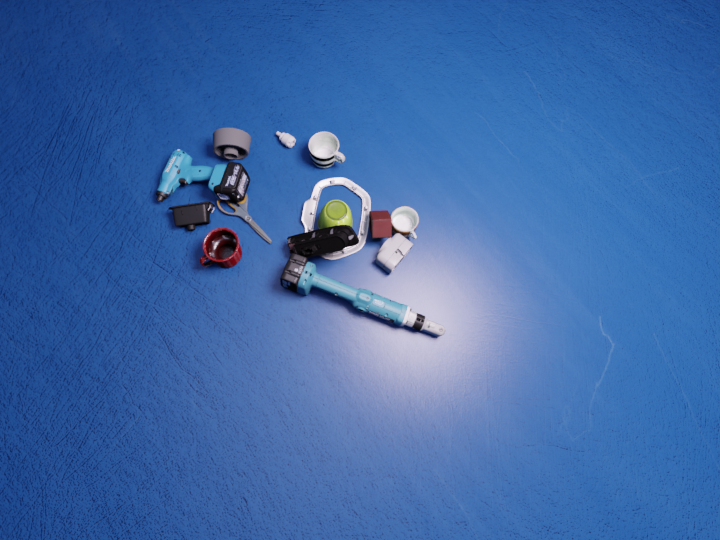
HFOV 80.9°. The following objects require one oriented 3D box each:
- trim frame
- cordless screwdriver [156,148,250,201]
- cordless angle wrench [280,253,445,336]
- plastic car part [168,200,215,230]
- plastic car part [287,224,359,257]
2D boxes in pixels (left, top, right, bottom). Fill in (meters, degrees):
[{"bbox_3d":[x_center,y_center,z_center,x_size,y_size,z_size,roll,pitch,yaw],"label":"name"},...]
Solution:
[{"bbox_3d":[-0.068,-0.148,1.165,0.186,0.027,0.252,8,73,5],"label":"trim frame"},{"bbox_3d":[-0.442,-0.242,1.171,0.256,0.072,0.160,14,72,15],"label":"cordless screwdriver"},{"bbox_3d":[0.008,0.075,1.055,0.427,0.096,0.075,21,69,4],"label":"cordless angle wrench"},{"bbox_3d":[-0.459,-0.146,1.158,0.116,0.065,0.071,-11,87,0],"label":"plastic car part"},{"bbox_3d":[-0.103,-0.068,1.057,0.210,0.066,0.065,-11,106,28],"label":"plastic car part"}]
